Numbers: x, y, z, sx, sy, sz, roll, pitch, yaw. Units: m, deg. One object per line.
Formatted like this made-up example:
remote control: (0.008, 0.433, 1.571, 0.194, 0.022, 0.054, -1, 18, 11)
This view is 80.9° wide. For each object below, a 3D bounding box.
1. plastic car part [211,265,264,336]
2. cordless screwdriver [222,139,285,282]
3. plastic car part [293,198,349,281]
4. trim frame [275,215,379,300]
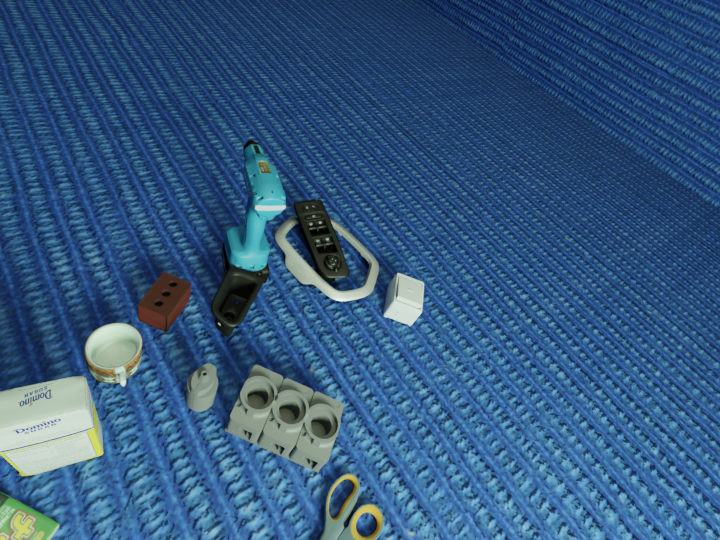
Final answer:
plastic car part: (-0.218, 0.061, 0.721, 0.065, 0.070, 0.118, 21, 45, -5)
cordless screwdriver: (-0.195, -0.094, 0.749, 0.072, 0.247, 0.166, -3, 52, -27)
plastic car part: (-0.086, -0.056, 0.882, 0.064, 0.066, 0.212, -6, 52, -28)
trim frame: (-0.071, -0.033, 0.894, 0.179, 0.027, 0.258, -29, 64, -38)
